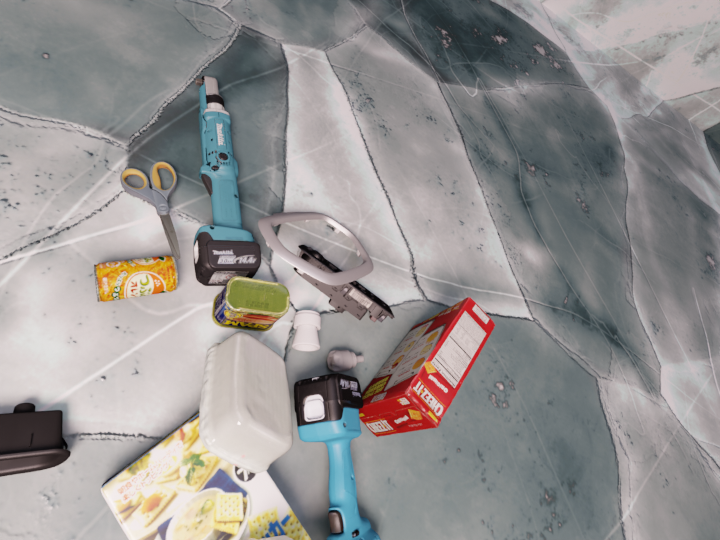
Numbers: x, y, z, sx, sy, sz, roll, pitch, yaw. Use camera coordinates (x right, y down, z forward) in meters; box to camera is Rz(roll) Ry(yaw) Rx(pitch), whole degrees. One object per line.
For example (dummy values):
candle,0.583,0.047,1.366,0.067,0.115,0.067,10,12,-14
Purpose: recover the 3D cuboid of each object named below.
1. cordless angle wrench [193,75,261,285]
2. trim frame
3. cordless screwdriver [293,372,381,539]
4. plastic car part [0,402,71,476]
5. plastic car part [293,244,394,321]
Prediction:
cordless angle wrench,-0.248,-0.182,0.739,0.094,0.075,0.436,1,62,-29
trim frame,-0.071,-0.046,0.721,0.190,0.027,0.240,43,28,15
cordless screwdriver,-0.039,0.269,0.559,0.151,0.076,0.256,33,42,-60
plastic car part,-0.392,0.188,0.476,0.111,0.066,0.074,1,52,-32
plastic car part,-0.038,0.028,0.739,0.201,0.067,0.067,41,14,-6
